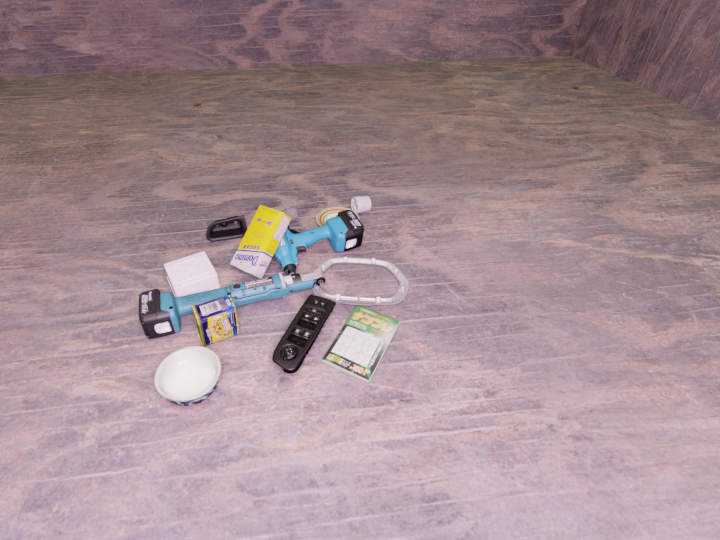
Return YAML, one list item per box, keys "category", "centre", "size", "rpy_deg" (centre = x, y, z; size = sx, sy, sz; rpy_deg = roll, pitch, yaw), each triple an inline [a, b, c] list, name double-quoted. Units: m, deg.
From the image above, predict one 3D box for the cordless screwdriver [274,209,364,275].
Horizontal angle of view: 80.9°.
- category: "cordless screwdriver"
  centre: [-0.110, -0.072, 1.127]
  size: [0.244, 0.072, 0.167]
  rpy_deg: [-14, 52, -16]

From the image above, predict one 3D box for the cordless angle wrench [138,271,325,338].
- category: "cordless angle wrench"
  centre: [-0.286, 0.058, 0.986]
  size: [0.415, 0.072, 0.103]
  rpy_deg: [-13, 41, -14]

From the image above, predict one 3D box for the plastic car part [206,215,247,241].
- category: "plastic car part"
  centre: [-0.391, -0.129, 1.234]
  size: [0.115, 0.064, 0.074]
  rpy_deg: [-10, 26, -8]

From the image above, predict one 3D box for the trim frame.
- category: "trim frame"
  centre: [-0.004, 0.025, 1.062]
  size: [0.250, 0.027, 0.188]
  rpy_deg: [4, 41, 3]

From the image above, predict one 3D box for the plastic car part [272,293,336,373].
- category: "plastic car part"
  centre: [-0.122, 0.138, 0.893]
  size: [0.068, 0.065, 0.202]
  rpy_deg: [20, 39, 10]
